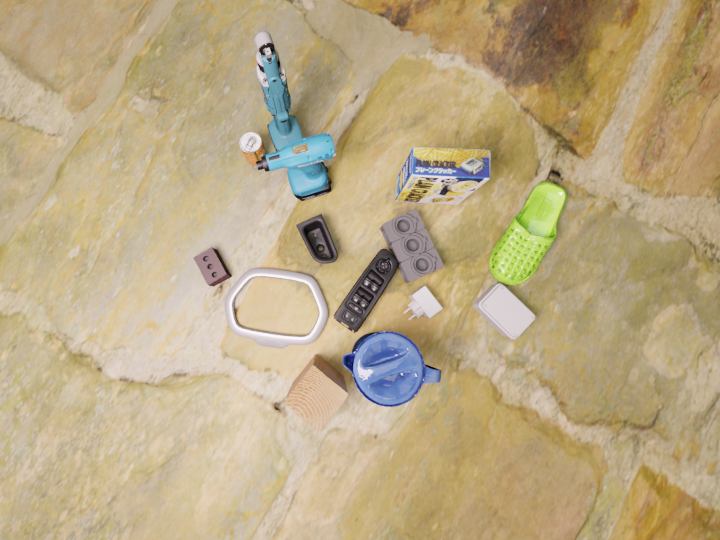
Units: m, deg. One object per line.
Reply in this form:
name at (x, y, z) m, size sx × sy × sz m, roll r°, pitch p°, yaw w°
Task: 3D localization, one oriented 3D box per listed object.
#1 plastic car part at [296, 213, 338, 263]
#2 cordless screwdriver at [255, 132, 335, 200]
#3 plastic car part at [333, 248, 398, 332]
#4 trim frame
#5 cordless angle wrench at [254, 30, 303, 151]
plastic car part at (-0.098, -0.064, 1.005) m, size 0.066 × 0.070 × 0.118 m, roll -24°, pitch 83°, yaw -5°
cordless screwdriver at (-0.139, -0.221, 0.941) m, size 0.159 × 0.247 × 0.075 m, roll -16°, pitch 86°, yaw -5°
plastic car part at (0.017, 0.044, 0.988) m, size 0.067 × 0.066 × 0.203 m, roll 34°, pitch 83°, yaw 3°
trim frame at (-0.201, 0.090, 1.004) m, size 0.249 × 0.027 × 0.185 m, roll 7°, pitch 81°, yaw 2°
cordless angle wrench at (-0.171, -0.350, 0.875) m, size 0.074 × 0.421 × 0.099 m, roll -19°, pitch 86°, yaw -6°
